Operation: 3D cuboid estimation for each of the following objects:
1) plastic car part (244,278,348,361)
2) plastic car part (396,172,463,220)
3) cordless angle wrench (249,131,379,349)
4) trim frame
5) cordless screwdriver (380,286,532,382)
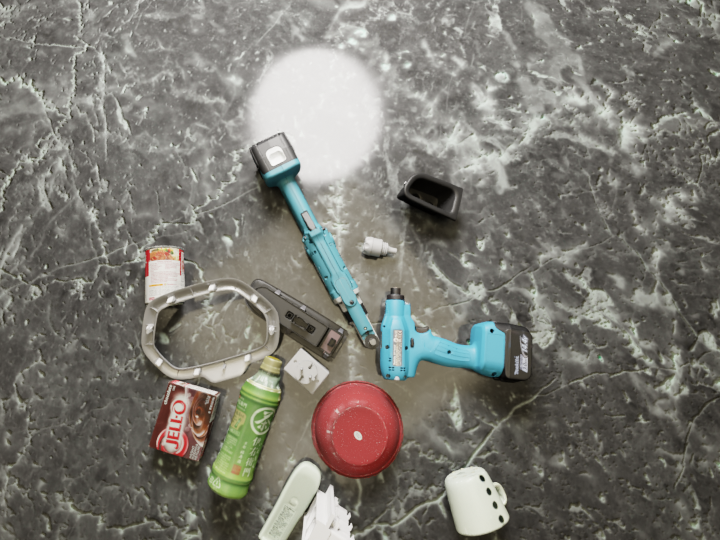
[{"bbox_3d":[-0.123,0.086,0.758,0.207,0.066,0.066,31,87,9],"label":"plastic car part"},{"bbox_3d":[0.121,-0.138,0.795,0.114,0.072,0.066,19,78,-14],"label":"plastic car part"},{"bbox_3d":[-0.076,-0.050,0.776,0.074,0.097,0.428,-27,84,-7],"label":"cordless angle wrench"},{"bbox_3d":[-0.261,0.109,0.731,0.249,0.028,0.179,-16,108,3],"label":"trim frame"},{"bbox_3d":[0.160,0.114,0.740,0.249,0.073,0.161,2,78,1],"label":"cordless screwdriver"}]
